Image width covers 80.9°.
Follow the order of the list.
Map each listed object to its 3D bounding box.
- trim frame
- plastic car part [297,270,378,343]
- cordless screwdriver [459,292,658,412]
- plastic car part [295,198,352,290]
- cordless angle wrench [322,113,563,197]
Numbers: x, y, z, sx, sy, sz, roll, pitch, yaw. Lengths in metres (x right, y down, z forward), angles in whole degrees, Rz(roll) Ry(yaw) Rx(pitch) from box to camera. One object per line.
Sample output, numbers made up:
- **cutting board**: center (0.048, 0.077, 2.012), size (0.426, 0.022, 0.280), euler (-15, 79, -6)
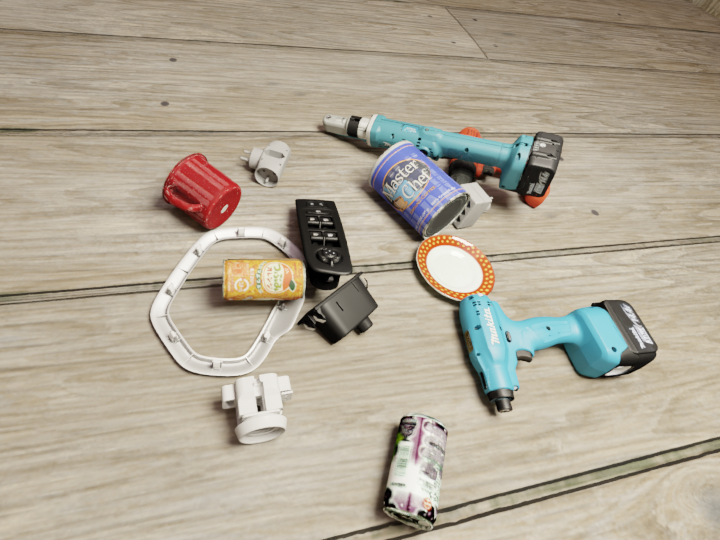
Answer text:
- **trim frame**: center (-0.171, 0.026, 0.583), size (0.185, 0.027, 0.251), euler (20, 49, 2)
- **plastic car part**: center (-0.017, 0.056, 0.578), size (0.114, 0.066, 0.072), euler (-32, 82, -35)
- **cordless screwdriver**: center (0.271, 0.113, 0.584), size (0.246, 0.073, 0.164), euler (2, 53, -7)
- **plastic car part**: center (-0.060, -0.040, 0.618), size (0.064, 0.066, 0.211), euler (8, 29, -18)
- **cordless angle wrench**: center (0.124, -0.232, 0.769), size (0.438, 0.094, 0.075), euler (18, 68, 18)
